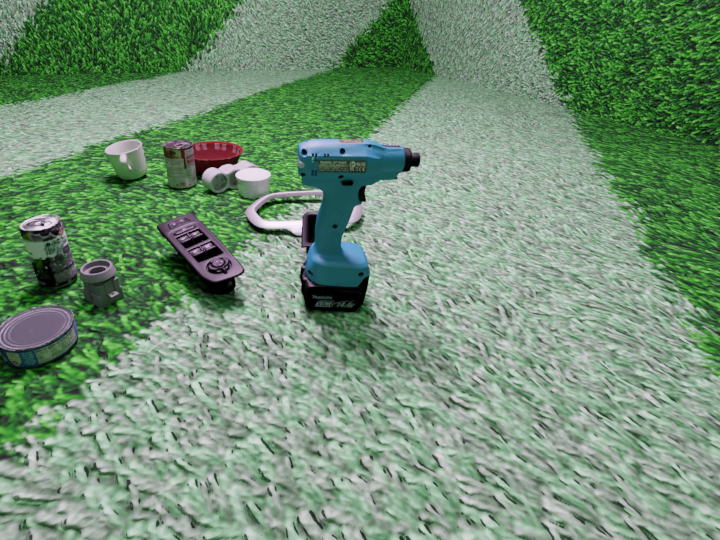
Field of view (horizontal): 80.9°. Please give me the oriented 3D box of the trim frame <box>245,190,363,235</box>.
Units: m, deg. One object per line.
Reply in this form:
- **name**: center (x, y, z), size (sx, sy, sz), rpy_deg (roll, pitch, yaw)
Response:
- **trim frame**: center (-0.118, -0.127, 0.895), size (0.245, 0.027, 0.192), rpy_deg (-4, 33, -10)

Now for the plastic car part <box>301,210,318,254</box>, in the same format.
- **plastic car part**: center (-0.071, -0.047, 0.731), size (0.065, 0.069, 0.121), rpy_deg (-1, 32, -8)

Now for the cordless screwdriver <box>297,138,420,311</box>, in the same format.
- **cordless screwdriver**: center (-0.010, -0.061, 0.595), size (0.157, 0.242, 0.077), rpy_deg (0, 31, -7)

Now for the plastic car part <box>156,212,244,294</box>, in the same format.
- **plastic car part**: center (-0.259, -0.022, 0.684), size (0.064, 0.065, 0.215), rpy_deg (-22, 40, -36)
